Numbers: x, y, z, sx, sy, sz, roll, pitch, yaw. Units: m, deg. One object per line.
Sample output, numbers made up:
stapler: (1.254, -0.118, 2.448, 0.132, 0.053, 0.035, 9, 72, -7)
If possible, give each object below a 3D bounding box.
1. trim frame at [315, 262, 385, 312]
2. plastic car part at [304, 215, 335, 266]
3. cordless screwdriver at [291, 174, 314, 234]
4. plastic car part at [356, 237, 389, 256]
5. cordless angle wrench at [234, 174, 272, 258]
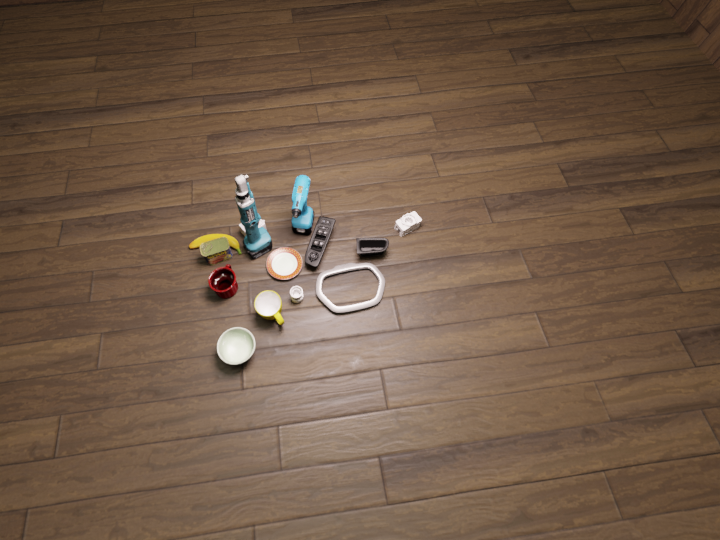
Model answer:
trim frame: (-0.034, 0.054, 1.483, 0.246, 0.027, 0.191, -14, 63, -7)
plastic car part: (-0.151, -0.099, 1.543, 0.067, 0.065, 0.205, 15, 63, 6)
cordless screwdriver: (-0.211, -0.204, 1.499, 0.075, 0.243, 0.162, 8, 63, -1)
plastic car part: (0.042, -0.077, 1.528, 0.116, 0.069, 0.068, -1, 63, -1)
cordless angle wrench: (-0.363, -0.174, 1.389, 0.096, 0.413, 0.077, -30, 70, -17)
